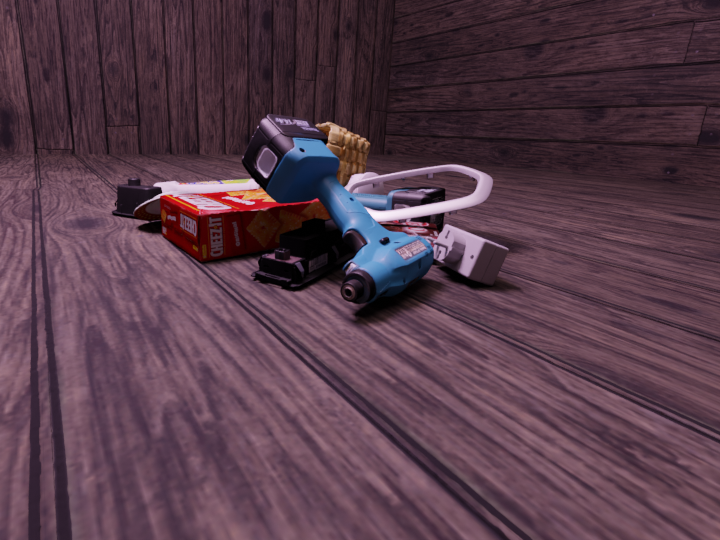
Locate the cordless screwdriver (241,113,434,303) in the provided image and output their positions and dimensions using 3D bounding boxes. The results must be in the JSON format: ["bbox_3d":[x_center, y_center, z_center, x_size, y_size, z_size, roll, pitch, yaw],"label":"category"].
[{"bbox_3d":[-0.039,-0.070,0.470,0.257,0.074,0.154,46,33,16],"label":"cordless screwdriver"}]

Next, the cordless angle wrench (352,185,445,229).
[{"bbox_3d":[-0.048,-0.140,0.849,0.445,0.073,0.095,12,21,34],"label":"cordless angle wrench"}]

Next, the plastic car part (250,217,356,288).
[{"bbox_3d":[-0.053,-0.035,0.541,0.069,0.066,0.197,3,14,28],"label":"plastic car part"}]

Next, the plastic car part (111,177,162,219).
[{"bbox_3d":[-0.415,-0.136,0.789,0.120,0.070,0.065,12,17,18],"label":"plastic car part"}]

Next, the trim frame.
[{"bbox_3d":[0.084,-0.126,0.675,0.249,0.026,0.191,-12,34,0],"label":"trim frame"}]
